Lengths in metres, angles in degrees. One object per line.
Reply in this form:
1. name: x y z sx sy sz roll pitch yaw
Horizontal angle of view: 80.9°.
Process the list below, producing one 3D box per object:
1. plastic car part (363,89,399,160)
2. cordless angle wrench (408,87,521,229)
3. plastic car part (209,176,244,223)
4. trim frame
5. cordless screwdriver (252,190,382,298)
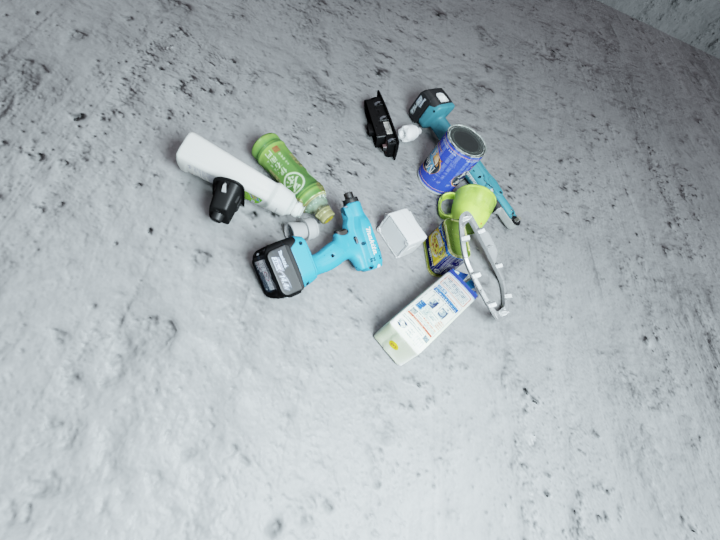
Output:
1. plastic car part: 0.047 -0.372 1.076 0.067 0.064 0.209 -10 61 1
2. cordless angle wrench: 0.274 -0.285 1.092 0.072 0.098 0.434 -19 71 -32
3. plastic car part: -0.250 -0.119 0.769 0.065 0.118 0.071 21 78 -12
4. trim frame: 0.258 -0.009 0.866 0.241 0.028 0.184 55 35 -18
5. cordless screwdriver: -0.076 -0.050 0.778 0.241 0.077 0.159 -20 91 -33
